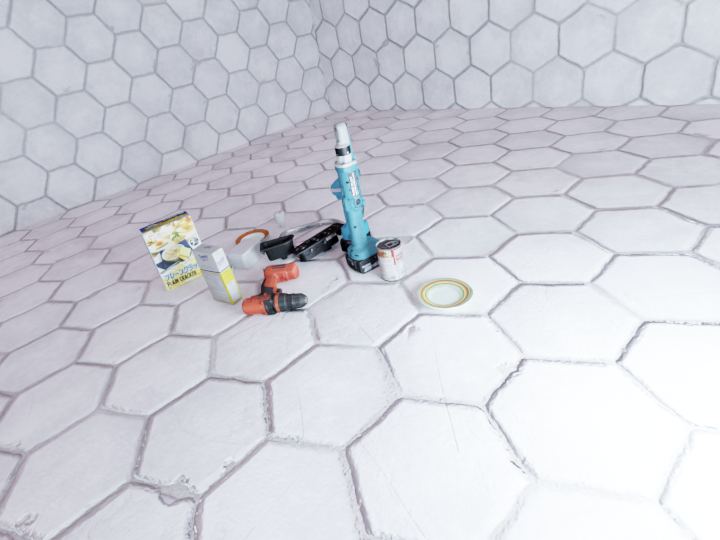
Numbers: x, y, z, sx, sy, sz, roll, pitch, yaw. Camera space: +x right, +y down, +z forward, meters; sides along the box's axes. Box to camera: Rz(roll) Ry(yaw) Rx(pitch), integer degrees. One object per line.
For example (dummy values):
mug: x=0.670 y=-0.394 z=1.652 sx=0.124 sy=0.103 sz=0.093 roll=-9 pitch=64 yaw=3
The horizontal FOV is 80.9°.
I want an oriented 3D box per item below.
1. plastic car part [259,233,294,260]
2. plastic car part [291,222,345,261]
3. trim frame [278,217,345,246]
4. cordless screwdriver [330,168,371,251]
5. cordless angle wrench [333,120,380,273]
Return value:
plastic car part: x=-0.265 y=-0.067 z=1.383 sx=0.116 sy=0.068 sz=0.068 roll=-15 pitch=29 yaw=-2
plastic car part: x=-0.134 y=-0.087 z=1.368 sx=0.198 sy=0.065 sz=0.070 roll=-30 pitch=33 yaw=-27
trim frame: x=-0.173 y=-0.136 z=1.504 sx=0.246 sy=0.026 sz=0.193 roll=-19 pitch=30 yaw=-9
cordless screwdriver: x=-0.021 y=-0.189 z=1.317 sx=0.077 sy=0.240 sz=0.158 roll=2 pitch=31 yaw=25
cordless angle wrench: x=-0.020 y=-0.192 z=1.153 sx=0.096 sy=0.409 sz=0.078 roll=-26 pitch=30 yaw=-25
